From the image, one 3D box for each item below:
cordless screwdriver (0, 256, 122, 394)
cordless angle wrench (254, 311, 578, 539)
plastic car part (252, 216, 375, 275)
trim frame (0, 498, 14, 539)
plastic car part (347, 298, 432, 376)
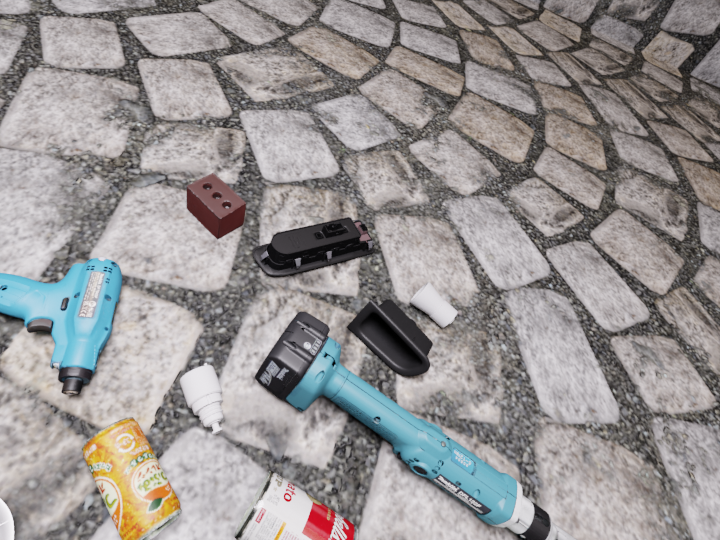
[{"bbox_3d":[-0.403,0.050,0.456,0.241,0.074,0.165,7,53,-20],"label":"cordless screwdriver"},{"bbox_3d":[0.074,0.207,0.492,0.426,0.098,0.074,34,47,3],"label":"cordless angle wrench"},{"bbox_3d":[-0.064,-0.042,0.651,0.197,0.067,0.068,-18,71,-26],"label":"plastic car part"},{"bbox_3d":[-0.399,0.236,0.316,0.244,0.028,0.185,34,55,-10],"label":"trim frame"},{"bbox_3d":[0.052,0.088,0.597,0.119,0.066,0.069,42,37,8],"label":"plastic car part"}]
